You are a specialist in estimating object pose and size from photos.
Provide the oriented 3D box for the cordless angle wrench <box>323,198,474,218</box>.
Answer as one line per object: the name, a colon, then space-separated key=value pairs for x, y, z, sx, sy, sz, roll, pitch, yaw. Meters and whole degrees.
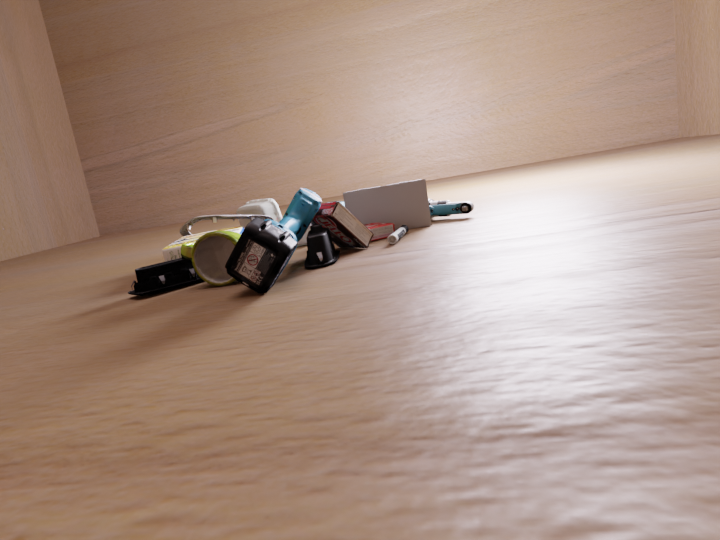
cordless angle wrench: x=0.075 y=-0.151 z=1.094 sx=0.442 sy=0.073 sz=0.095 roll=1 pitch=16 yaw=33

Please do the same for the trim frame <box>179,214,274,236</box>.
trim frame: x=-0.346 y=-0.105 z=1.112 sx=0.240 sy=0.028 sz=0.186 roll=-1 pitch=-23 yaw=-26

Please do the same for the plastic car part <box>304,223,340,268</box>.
plastic car part: x=-0.075 y=-0.049 z=0.769 sx=0.066 sy=0.070 sz=0.117 roll=-10 pitch=9 yaw=2

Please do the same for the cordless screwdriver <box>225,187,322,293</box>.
cordless screwdriver: x=-0.144 y=-0.041 z=0.715 sx=0.074 sy=0.159 sz=0.250 roll=31 pitch=24 yaw=-5

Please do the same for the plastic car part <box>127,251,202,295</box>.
plastic car part: x=-0.327 y=-0.001 z=0.785 sx=0.197 sy=0.065 sz=0.070 roll=-23 pitch=23 yaw=-34
